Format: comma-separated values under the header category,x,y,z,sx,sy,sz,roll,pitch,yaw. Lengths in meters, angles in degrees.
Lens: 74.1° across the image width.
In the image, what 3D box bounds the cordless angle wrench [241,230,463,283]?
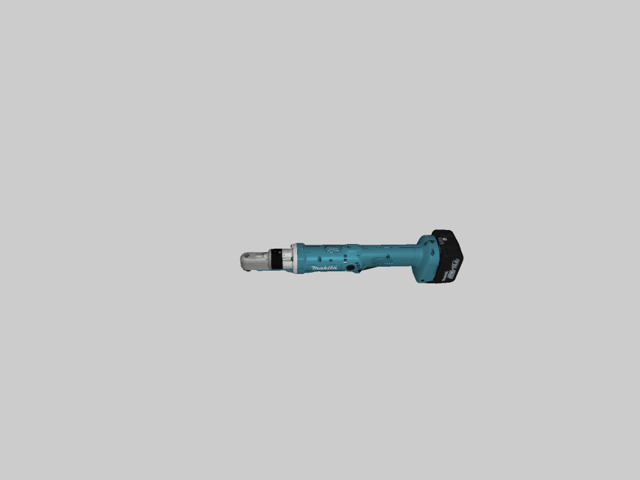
category,x,y,z,sx,sy,sz,roll,pitch,yaw
cordless angle wrench,0.057,0.036,0.830,0.423,0.098,0.074,-1,44,-5
